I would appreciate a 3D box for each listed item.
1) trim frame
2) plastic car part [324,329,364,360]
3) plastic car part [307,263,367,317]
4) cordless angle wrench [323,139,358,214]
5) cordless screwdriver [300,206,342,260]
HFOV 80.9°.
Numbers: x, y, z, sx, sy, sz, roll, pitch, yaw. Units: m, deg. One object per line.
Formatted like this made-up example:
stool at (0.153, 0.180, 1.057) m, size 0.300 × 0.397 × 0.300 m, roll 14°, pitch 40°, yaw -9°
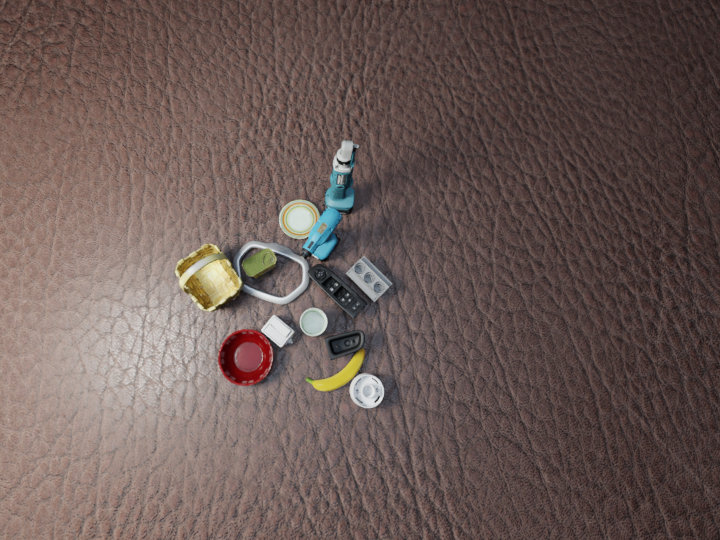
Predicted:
trim frame at (-0.281, 0.002, 1.330) m, size 0.250 × 0.027 × 0.185 m, roll 18°, pitch 77°, yaw 4°
plastic car part at (-0.044, 0.218, 1.256) m, size 0.116 × 0.070 × 0.067 m, roll -16°, pitch 79°, yaw -6°
plastic car part at (-0.075, 0.059, 1.297) m, size 0.207 × 0.066 × 0.066 m, roll 43°, pitch 79°, yaw 9°
cordless angle wrench at (-0.053, -0.259, 1.196) m, size 0.098 × 0.419 × 0.075 m, roll 6°, pitch 79°, yaw -5°
cordless screwdriver at (-0.121, -0.079, 1.239) m, size 0.075 × 0.247 × 0.159 m, roll 34°, pitch 78°, yaw 2°
